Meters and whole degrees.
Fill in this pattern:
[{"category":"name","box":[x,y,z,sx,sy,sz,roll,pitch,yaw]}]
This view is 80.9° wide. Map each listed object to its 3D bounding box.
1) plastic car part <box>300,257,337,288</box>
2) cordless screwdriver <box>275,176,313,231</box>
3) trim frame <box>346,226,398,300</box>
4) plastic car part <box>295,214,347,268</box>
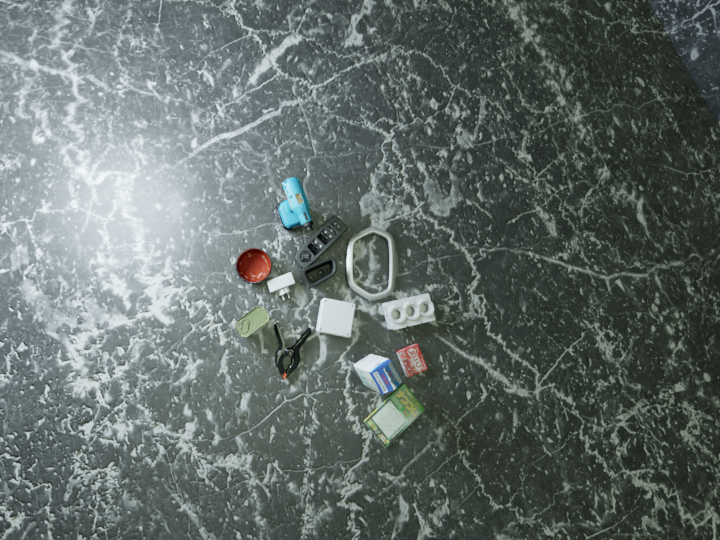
[{"category":"plastic car part","box":[-0.132,0.007,1.368,0.115,0.071,0.066,-27,88,-14]},{"category":"cordless screwdriver","box":[-0.197,-0.174,1.299,0.073,0.251,0.160,-21,87,-16]},{"category":"trim frame","box":[0.042,-0.024,1.424,0.181,0.028,0.251,1,79,-9]},{"category":"plastic car part","box":[-0.136,-0.089,1.387,0.066,0.067,0.202,44,76,-3]}]
